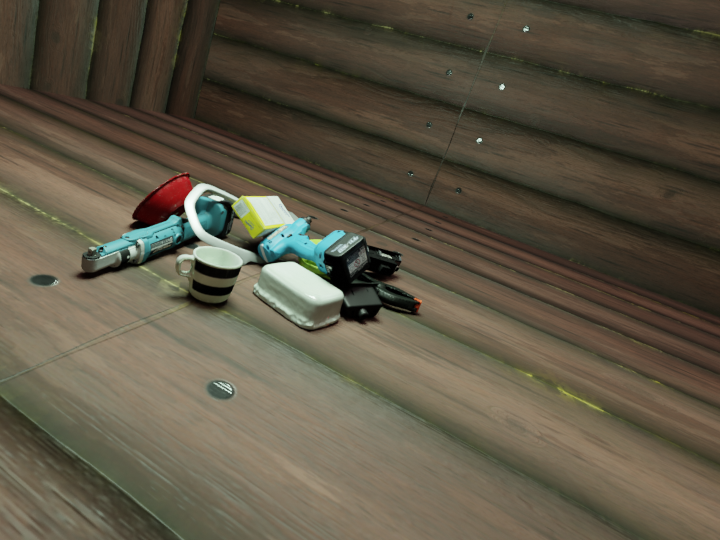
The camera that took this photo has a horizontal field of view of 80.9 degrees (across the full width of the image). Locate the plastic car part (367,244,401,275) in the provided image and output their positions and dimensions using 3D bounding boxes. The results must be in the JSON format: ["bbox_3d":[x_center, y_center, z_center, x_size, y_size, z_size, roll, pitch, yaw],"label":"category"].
[{"bbox_3d":[0.034,-0.022,1.111,0.192,0.066,0.070,17,31,-36],"label":"plastic car part"}]

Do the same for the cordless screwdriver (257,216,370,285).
[{"bbox_3d":[-0.090,-0.059,0.921,0.262,0.071,0.157,14,43,37],"label":"cordless screwdriver"}]

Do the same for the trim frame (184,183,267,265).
[{"bbox_3d":[-0.289,-0.099,0.945,0.234,0.028,0.191,27,39,-51],"label":"trim frame"}]

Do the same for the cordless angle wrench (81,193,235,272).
[{"bbox_3d":[-0.392,-0.075,0.862,0.075,0.097,0.420,21,22,5],"label":"cordless angle wrench"}]

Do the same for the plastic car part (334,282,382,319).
[{"bbox_3d":[-0.003,0.069,0.862,0.111,0.065,0.075,-1,40,-39],"label":"plastic car part"}]
